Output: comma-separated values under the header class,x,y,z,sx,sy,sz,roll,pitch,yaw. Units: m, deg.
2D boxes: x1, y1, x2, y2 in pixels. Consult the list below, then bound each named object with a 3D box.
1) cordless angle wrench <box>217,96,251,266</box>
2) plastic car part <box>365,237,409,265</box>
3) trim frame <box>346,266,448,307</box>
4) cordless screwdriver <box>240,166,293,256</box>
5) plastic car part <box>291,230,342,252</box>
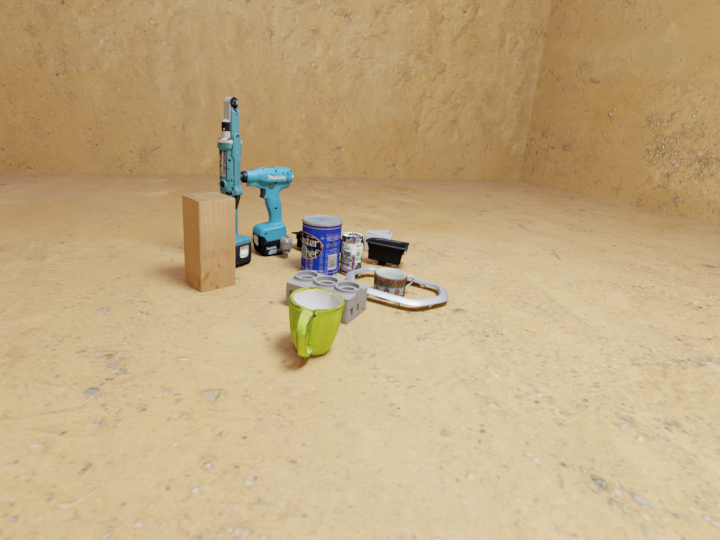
class,x,y,z,sx,sy,sz,roll,pitch,yaw
cordless angle wrench,-0.331,-0.220,1.077,0.103,0.416,0.072,15,20,31
plastic car part,0.071,-0.048,1.168,0.120,0.070,0.065,8,18,14
trim frame,0.081,0.037,0.992,0.260,0.027,0.179,13,21,25
cordless screwdriver,-0.272,-0.167,1.194,0.153,0.245,0.078,-8,21,-33
plastic car part,-0.121,-0.079,1.234,0.214,0.066,0.064,19,24,39
